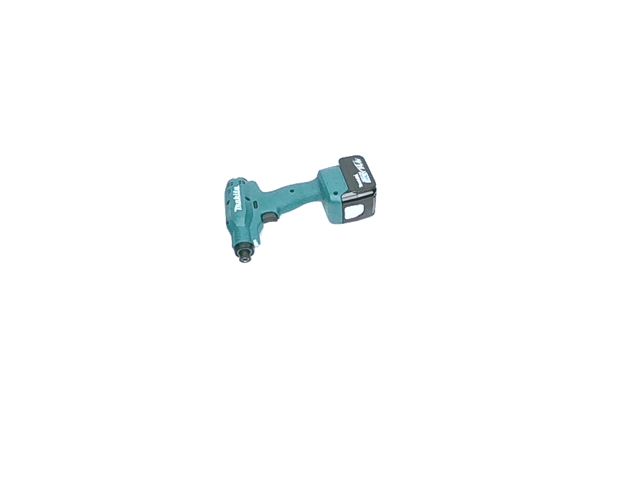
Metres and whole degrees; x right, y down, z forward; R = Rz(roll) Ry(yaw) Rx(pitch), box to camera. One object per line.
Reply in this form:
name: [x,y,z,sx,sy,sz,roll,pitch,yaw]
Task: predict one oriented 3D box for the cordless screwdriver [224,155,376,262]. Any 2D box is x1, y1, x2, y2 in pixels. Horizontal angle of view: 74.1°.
cordless screwdriver: [-0.031,-0.050,0.697,0.249,0.159,0.074,-10,-36,-3]
